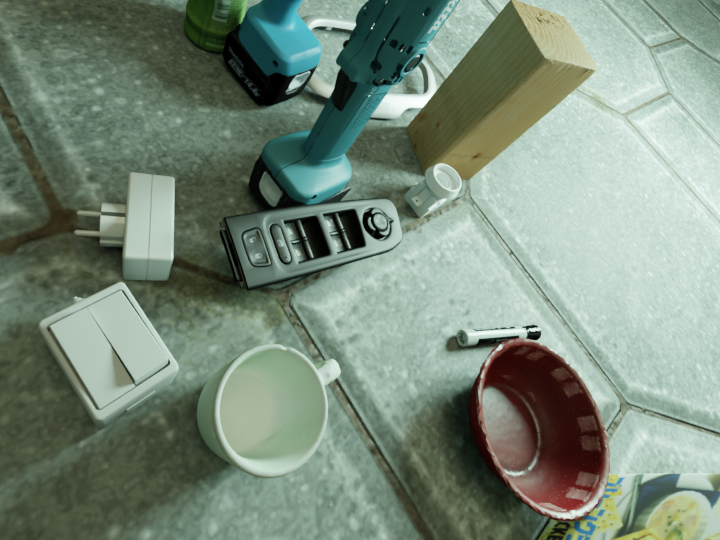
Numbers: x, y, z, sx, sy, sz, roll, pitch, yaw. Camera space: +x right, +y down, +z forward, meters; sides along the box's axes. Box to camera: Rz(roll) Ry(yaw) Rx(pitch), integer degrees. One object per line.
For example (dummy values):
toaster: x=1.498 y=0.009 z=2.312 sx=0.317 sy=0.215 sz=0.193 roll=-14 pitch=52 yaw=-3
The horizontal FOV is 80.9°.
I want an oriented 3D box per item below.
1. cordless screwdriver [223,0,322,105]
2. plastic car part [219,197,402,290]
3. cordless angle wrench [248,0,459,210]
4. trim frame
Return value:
cordless screwdriver: x=-0.054 y=-0.276 z=0.442 sx=0.073 sy=0.251 sz=0.161 roll=-37 pitch=86 yaw=-37
plastic car part: x=-0.041 y=-0.027 z=0.422 sx=0.196 sy=0.068 sz=0.068 roll=-17 pitch=74 yaw=-32
cordless angle wrench: x=0.019 y=-0.168 z=0.307 sx=0.096 sy=0.427 sz=0.075 roll=-33 pitch=85 yaw=-36
trim frame: x=0.007 y=-0.302 z=0.623 sx=0.239 sy=0.028 sz=0.190 roll=-6 pitch=66 yaw=-28
